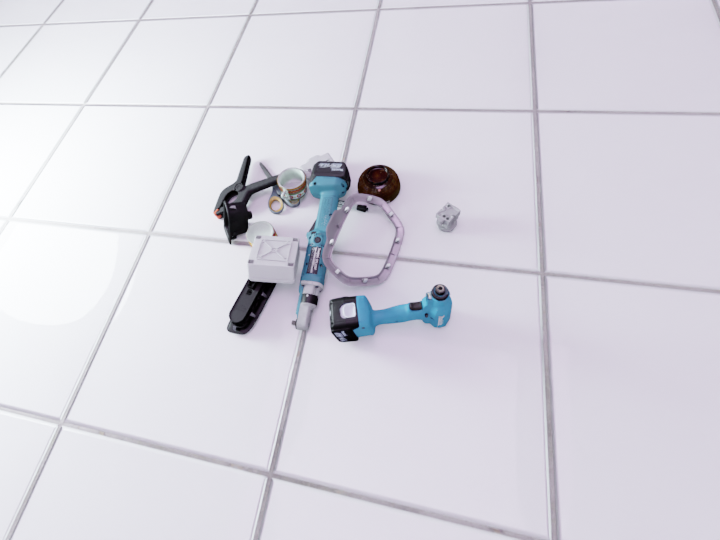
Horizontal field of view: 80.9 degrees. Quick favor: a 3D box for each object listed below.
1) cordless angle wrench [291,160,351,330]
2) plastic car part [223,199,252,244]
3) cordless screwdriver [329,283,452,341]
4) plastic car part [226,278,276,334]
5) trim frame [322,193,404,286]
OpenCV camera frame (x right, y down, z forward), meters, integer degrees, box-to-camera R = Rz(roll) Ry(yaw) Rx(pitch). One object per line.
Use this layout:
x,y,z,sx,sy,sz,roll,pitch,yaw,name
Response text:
-0.100,-0.065,1.019,0.100,0.071,0.429,4,69,12,cordless angle wrench
-0.315,-0.132,1.089,0.069,0.115,0.069,-13,58,-27,plastic car part
0.060,0.081,0.865,0.252,0.153,0.076,-7,61,8,cordless screwdriver
-0.251,0.055,0.995,0.068,0.065,0.204,19,69,10,plastic car part
0.007,-0.076,0.999,0.183,0.027,0.250,26,67,-3,trim frame
